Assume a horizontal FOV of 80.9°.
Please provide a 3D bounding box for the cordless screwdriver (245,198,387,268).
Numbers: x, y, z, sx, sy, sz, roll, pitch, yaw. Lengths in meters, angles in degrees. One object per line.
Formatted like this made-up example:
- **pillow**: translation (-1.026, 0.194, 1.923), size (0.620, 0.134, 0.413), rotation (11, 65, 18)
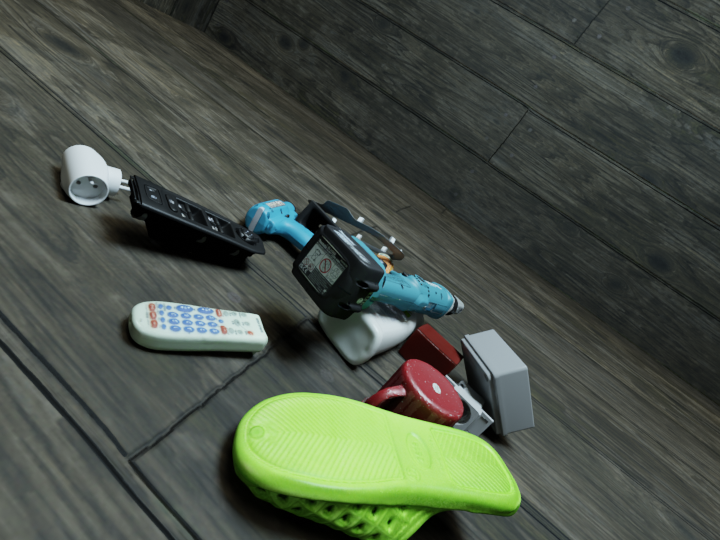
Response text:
- **cordless screwdriver**: translation (-0.074, -0.049, 0.760), size (0.253, 0.074, 0.157), rotation (33, 20, 8)

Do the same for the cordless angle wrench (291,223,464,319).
- **cordless angle wrench**: translation (0.071, 0.032, 0.627), size (0.103, 0.074, 0.400), rotation (47, 17, 32)

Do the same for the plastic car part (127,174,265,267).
- **plastic car part**: translation (-0.210, -0.049, 0.552), size (0.192, 0.067, 0.070), rotation (20, 18, -45)

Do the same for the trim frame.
- **trim frame**: translation (-0.010, -0.087, 0.884), size (0.263, 0.027, 0.174), rotation (31, -6, 37)

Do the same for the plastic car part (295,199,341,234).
- **plastic car part**: translation (-0.070, -0.075, 0.854), size (0.120, 0.066, 0.068), rotation (45, 8, 17)
